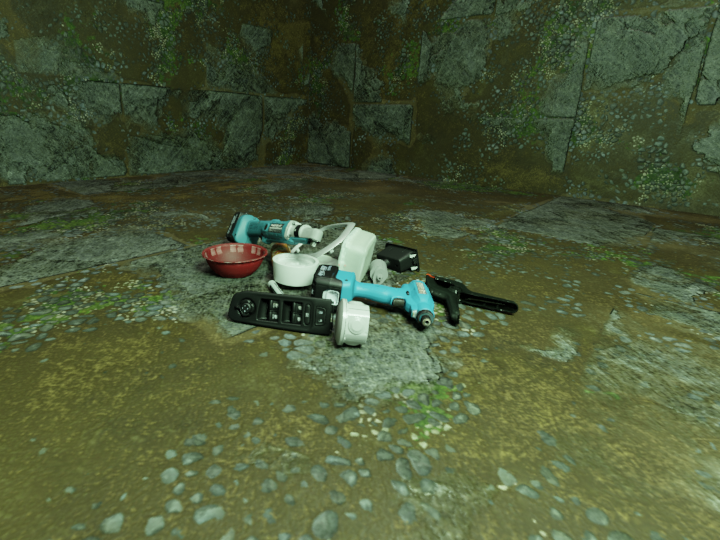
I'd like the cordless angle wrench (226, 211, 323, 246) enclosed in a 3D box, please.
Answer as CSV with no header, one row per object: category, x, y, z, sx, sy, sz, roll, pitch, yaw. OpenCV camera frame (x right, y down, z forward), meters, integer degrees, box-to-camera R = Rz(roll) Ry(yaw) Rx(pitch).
cordless angle wrench,-0.225,-0.100,1.096,0.070,0.098,0.445,26,-11,-37

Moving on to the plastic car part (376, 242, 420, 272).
plastic car part,0.091,-0.028,1.129,0.069,0.064,0.123,-30,31,-34

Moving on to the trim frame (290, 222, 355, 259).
trim frame,-0.110,-0.072,1.130,0.182,0.027,0.259,-41,23,-23

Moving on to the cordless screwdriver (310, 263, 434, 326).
cordless screwdriver,0.023,0.056,0.859,0.250,0.073,0.161,7,19,2

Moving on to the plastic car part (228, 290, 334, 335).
plastic car part,-0.150,0.073,0.806,0.205,0.066,0.067,5,9,7
